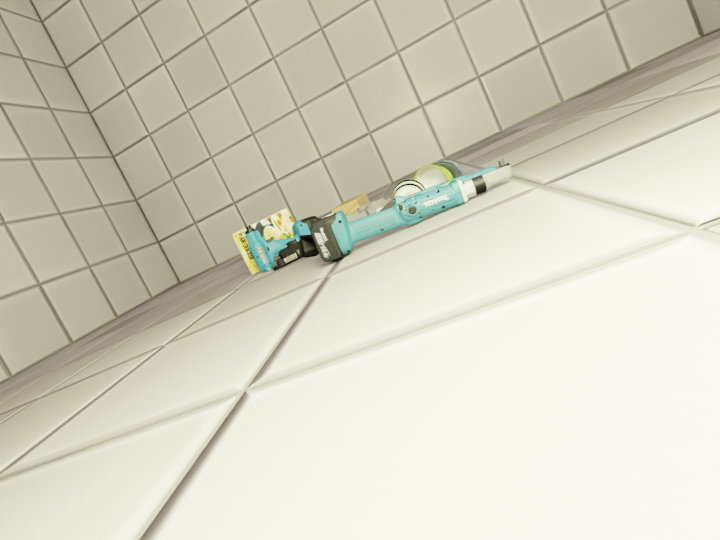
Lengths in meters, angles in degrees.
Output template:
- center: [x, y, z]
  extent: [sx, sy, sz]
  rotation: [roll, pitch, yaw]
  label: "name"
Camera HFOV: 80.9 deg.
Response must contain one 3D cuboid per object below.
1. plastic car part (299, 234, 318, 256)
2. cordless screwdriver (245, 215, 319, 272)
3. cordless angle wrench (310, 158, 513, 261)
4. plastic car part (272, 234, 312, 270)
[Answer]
- center: [-0.117, -0.077, 1.201]
  extent: [0.068, 0.065, 0.121]
  rotation: [-14, 6, -30]
  label: "plastic car part"
- center: [-0.252, -0.116, 1.405]
  extent: [0.244, 0.158, 0.076]
  rotation: [-27, 7, -18]
  label: "cordless screwdriver"
- center: [0.105, -0.130, 0.887]
  extent: [0.429, 0.097, 0.074]
  rotation: [-19, 9, 11]
  label: "cordless angle wrench"
- center: [-0.182, -0.068, 1.292]
  extent: [0.205, 0.067, 0.066]
  rotation: [-22, 2, 8]
  label: "plastic car part"
